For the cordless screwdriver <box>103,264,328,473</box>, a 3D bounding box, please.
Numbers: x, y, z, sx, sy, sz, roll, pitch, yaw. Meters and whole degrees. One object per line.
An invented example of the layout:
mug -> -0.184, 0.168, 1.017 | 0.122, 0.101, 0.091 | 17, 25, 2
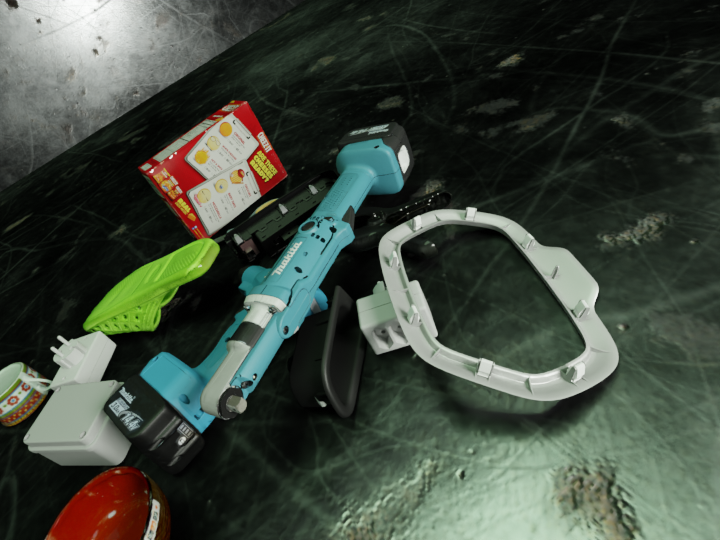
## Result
cordless screwdriver -> -0.169, 0.088, 0.495 | 0.168, 0.071, 0.246 | 19, 55, 44

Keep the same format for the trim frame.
trim frame -> 0.117, 0.009, 0.397 | 0.183, 0.027, 0.258 | -5, 39, -5

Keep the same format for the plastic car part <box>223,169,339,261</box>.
plastic car part -> -0.103, -0.080, 0.642 | 0.201, 0.063, 0.071 | -39, 49, -12

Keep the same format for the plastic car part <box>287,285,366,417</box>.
plastic car part -> -0.040, 0.085, 0.426 | 0.073, 0.063, 0.118 | -16, 41, 32

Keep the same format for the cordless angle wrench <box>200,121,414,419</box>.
cordless angle wrench -> -0.047, -0.030, 0.476 | 0.102, 0.071, 0.424 | -1, 43, 31
